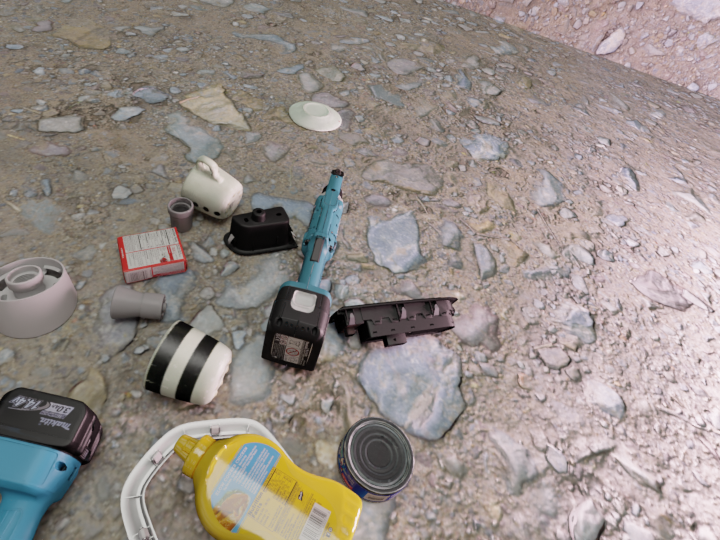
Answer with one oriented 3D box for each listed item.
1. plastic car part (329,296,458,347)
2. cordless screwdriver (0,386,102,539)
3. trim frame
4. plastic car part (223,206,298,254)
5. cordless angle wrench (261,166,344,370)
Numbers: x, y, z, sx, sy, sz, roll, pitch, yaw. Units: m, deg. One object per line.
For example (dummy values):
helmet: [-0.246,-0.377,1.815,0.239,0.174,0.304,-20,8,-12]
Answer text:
plastic car part: [0.060,0.073,0.618,0.197,0.066,0.069,-8,61,-21]
cordless screwdriver: [-0.344,0.235,0.366,0.158,0.073,0.256,8,51,-7]
trim frame: [-0.131,0.262,0.422,0.179,0.027,0.259,-28,61,-32]
plastic car part: [-0.162,-0.072,0.692,0.113,0.070,0.069,-11,51,-27]
cordless angle wrench: [-0.067,-0.044,0.685,0.074,0.096,0.432,14,42,-5]
